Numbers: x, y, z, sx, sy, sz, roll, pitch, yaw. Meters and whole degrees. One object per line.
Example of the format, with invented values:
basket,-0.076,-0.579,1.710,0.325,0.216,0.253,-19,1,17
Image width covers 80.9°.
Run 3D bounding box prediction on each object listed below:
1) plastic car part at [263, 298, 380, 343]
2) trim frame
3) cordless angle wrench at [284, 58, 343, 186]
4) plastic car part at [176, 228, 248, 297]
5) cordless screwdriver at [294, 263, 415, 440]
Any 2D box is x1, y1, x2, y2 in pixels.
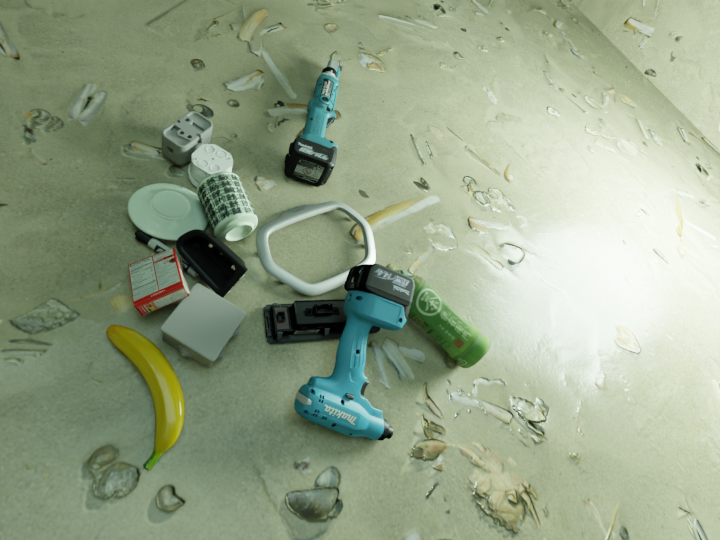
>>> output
plastic car part,-0.054,0.073,0.699,0.195,0.067,0.069,2,52,-24
trim frame,-0.077,-0.051,0.790,0.242,0.027,0.189,-26,72,-31
cordless angle wrench,-0.089,-0.370,0.971,0.096,0.074,0.433,16,52,-14
plastic car part,-0.232,-0.021,0.685,0.118,0.066,0.070,44,10,7
cordless screwdriver,0.016,0.123,0.643,0.154,0.076,0.250,27,74,-19
